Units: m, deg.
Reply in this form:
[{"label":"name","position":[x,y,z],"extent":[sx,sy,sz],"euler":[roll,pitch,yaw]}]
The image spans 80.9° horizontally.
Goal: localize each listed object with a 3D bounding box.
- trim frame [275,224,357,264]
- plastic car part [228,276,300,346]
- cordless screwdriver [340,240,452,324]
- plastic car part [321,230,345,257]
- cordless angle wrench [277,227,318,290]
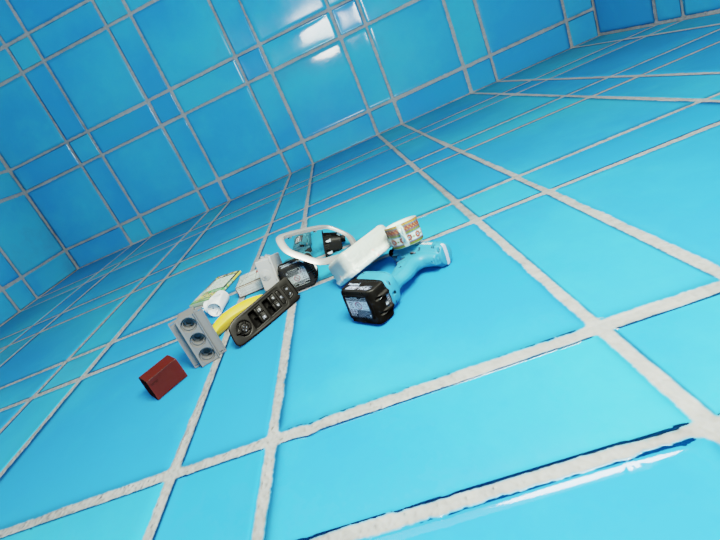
[{"label":"trim frame","position":[-0.111,-0.073,1.137],"extent":[0.194,0.027,0.240],"euler":[35,38,30]},{"label":"plastic car part","position":[-0.240,0.099,1.014],"extent":[0.069,0.065,0.200],"euler":[-16,22,48]},{"label":"cordless screwdriver","position":[0.060,0.010,0.889],"extent":[0.244,0.072,0.167],"euler":[-36,24,-33]},{"label":"plastic car part","position":[-0.080,-0.090,1.266],"extent":[0.071,0.064,0.119],"euler":[-8,20,1]},{"label":"cordless angle wrench","position":[-0.179,-0.059,1.283],"extent":[0.098,0.072,0.433],"euler":[-23,21,4]}]
